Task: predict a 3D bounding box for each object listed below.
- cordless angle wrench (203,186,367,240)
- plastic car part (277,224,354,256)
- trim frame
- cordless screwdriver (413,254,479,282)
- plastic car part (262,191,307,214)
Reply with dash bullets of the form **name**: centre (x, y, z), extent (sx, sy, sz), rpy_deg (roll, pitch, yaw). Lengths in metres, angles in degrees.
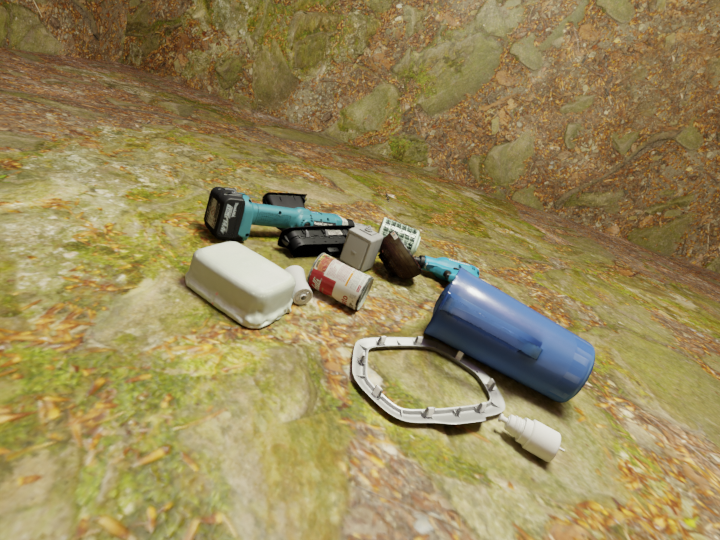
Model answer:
- **cordless angle wrench**: centre (-0.137, -0.110, 0.957), extent (0.402, 0.097, 0.079), rpy_deg (2, 25, -42)
- **plastic car part**: centre (-0.090, -0.059, 0.920), extent (0.193, 0.067, 0.070), rpy_deg (-1, 56, -41)
- **trim frame**: centre (0.099, 0.154, 0.618), extent (0.238, 0.027, 0.194), rpy_deg (7, 26, -29)
- **cordless screwdriver**: centre (0.210, 0.033, 0.917), extent (0.157, 0.074, 0.255), rpy_deg (15, 19, -9)
- **plastic car part**: centre (-0.185, -0.153, 1.060), extent (0.111, 0.065, 0.074), rpy_deg (-3, 45, -35)
